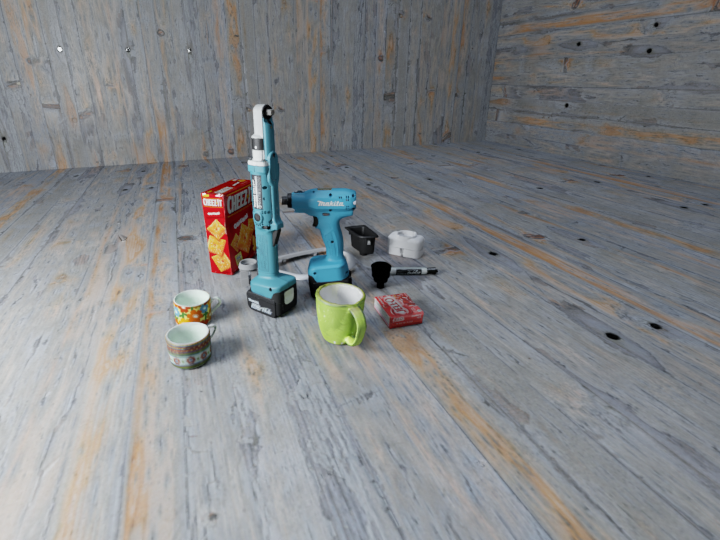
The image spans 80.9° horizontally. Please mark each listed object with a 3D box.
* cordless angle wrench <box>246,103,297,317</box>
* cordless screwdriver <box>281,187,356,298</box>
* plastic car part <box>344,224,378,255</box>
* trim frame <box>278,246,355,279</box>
[{"bbox_3d":[-0.186,-0.111,0.846,0.103,0.413,0.072,15,26,30],"label":"cordless angle wrench"},{"bbox_3d":[-0.091,-0.060,0.935,0.159,0.243,0.076,1,22,-1],"label":"cordless screwdriver"},{"bbox_3d":[0.005,-0.080,1.181,0.064,0.069,0.122,-8,25,-19],"label":"plastic car part"},{"bbox_3d":[-0.127,-0.019,1.105,0.240,0.027,0.195,-16,29,-30],"label":"trim frame"}]
